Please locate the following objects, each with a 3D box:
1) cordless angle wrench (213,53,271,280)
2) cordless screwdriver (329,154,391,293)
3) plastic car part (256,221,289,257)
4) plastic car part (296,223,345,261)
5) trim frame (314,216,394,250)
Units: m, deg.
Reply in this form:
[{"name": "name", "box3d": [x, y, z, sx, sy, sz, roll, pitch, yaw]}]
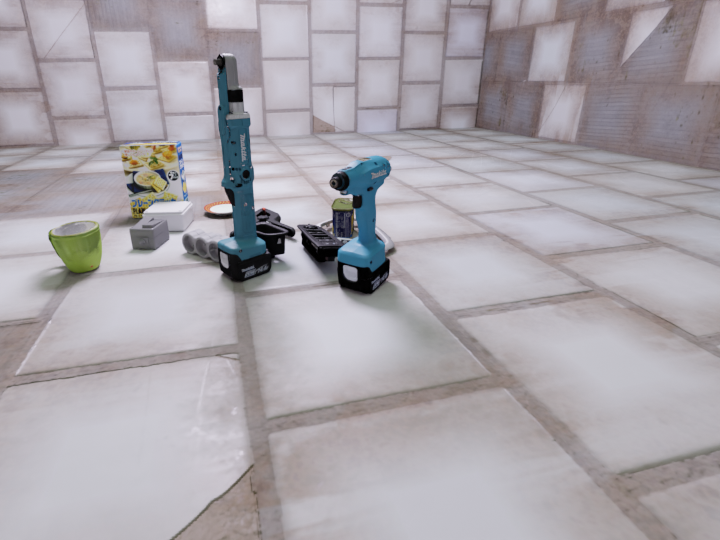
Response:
[{"name": "cordless angle wrench", "box3d": [-0.237, -0.188, 0.819, 0.094, 0.413, 0.079, -19, 30, -41]}, {"name": "cordless screwdriver", "box3d": [-0.005, -0.078, 0.774, 0.078, 0.243, 0.155, 15, 26, 29]}, {"name": "plastic car part", "box3d": [-0.211, -0.065, 0.961, 0.064, 0.069, 0.123, -20, 30, -39]}, {"name": "plastic car part", "box3d": [-0.093, -0.061, 0.953, 0.065, 0.065, 0.213, -9, 26, -20]}, {"name": "trim frame", "box3d": [-0.018, -0.089, 1.057, 0.180, 0.027, 0.260, -9, 26, -17]}]
